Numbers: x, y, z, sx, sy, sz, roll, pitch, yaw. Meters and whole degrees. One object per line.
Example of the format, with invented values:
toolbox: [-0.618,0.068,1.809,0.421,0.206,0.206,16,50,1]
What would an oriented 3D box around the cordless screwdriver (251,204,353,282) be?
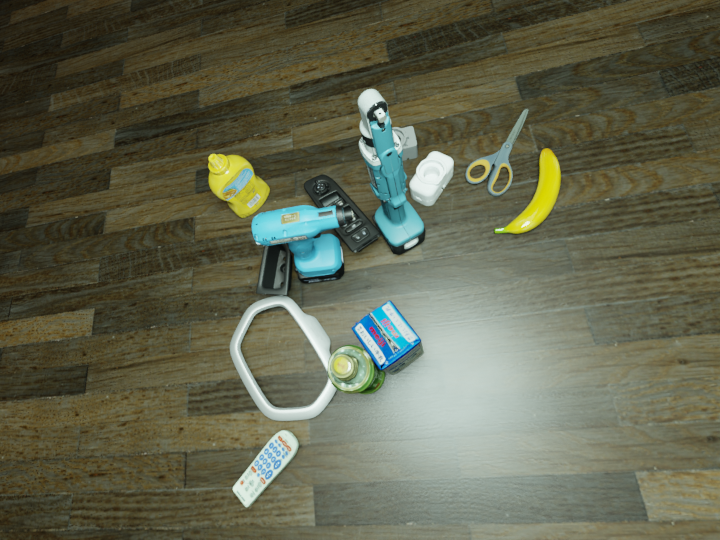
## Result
cordless screwdriver: [-0.073,-0.048,0.752,0.162,0.239,0.076,-8,72,9]

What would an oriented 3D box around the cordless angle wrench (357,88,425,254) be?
cordless angle wrench: [0.045,-0.136,0.659,0.074,0.407,0.101,-30,70,1]

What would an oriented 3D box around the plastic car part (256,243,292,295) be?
plastic car part: [-0.162,-0.003,0.853,0.067,0.068,0.118,1,72,13]

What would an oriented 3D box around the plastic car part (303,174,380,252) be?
plastic car part: [-0.041,-0.118,0.862,0.066,0.064,0.211,-37,67,-1]

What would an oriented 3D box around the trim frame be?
trim frame: [-0.148,0.165,0.813,0.184,0.026,0.259,-38,66,0]
